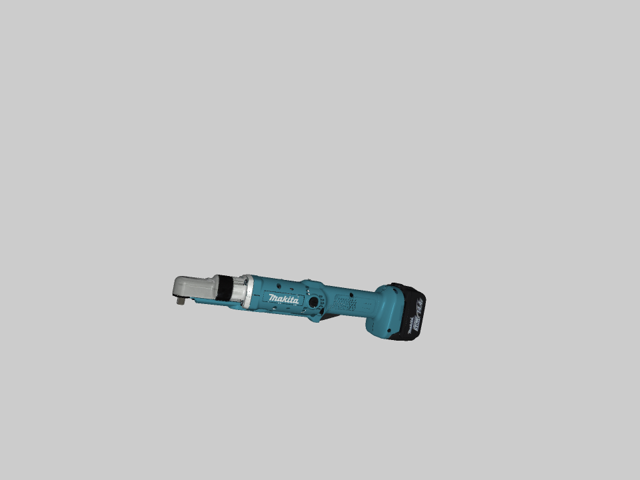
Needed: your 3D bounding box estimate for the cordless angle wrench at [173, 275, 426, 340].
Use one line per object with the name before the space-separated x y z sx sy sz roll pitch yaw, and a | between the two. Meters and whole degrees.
cordless angle wrench | -0.020 0.098 0.693 0.423 0.098 0.074 11 0 -25
